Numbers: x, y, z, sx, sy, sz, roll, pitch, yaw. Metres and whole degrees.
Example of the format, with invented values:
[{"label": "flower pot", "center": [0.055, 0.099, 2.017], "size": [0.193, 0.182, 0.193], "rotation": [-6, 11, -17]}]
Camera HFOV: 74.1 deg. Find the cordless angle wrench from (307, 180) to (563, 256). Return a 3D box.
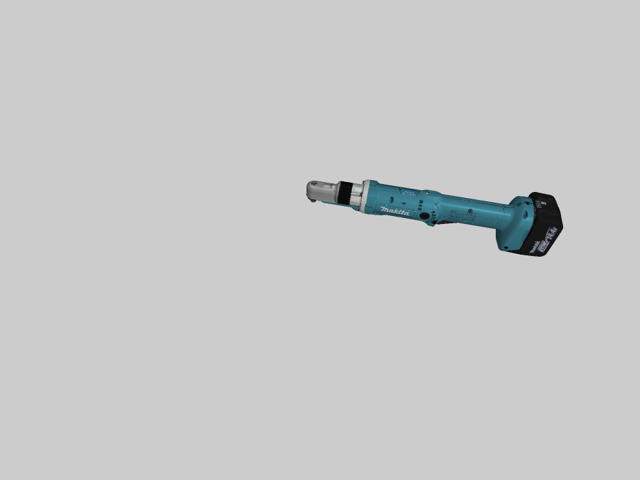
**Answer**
[{"label": "cordless angle wrench", "center": [0.183, -0.057, 0.737], "size": [0.423, 0.074, 0.098], "rotation": [10, -43, 5]}]
